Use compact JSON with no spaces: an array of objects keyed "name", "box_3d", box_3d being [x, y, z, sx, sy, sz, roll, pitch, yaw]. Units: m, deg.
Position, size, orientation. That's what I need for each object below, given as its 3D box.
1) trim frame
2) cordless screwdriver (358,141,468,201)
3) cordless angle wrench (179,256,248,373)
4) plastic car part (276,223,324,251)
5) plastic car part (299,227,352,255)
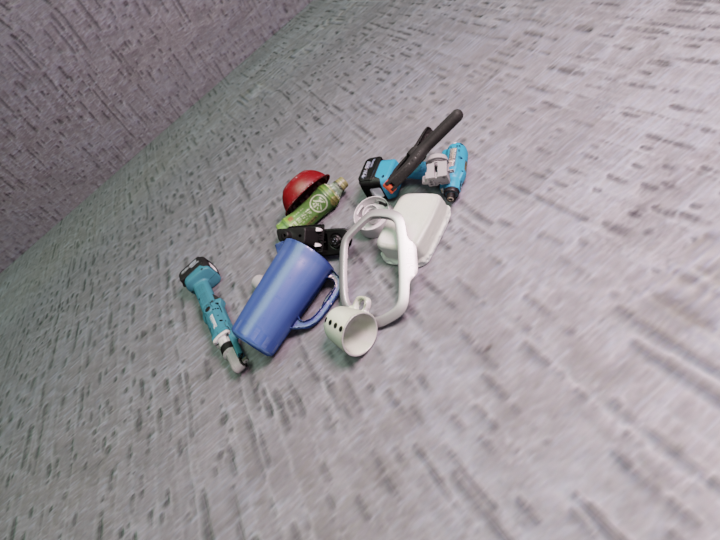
[{"name":"trim frame","box_3d":[0.030,-0.008,0.855,0.191,0.026,0.253,-15,65,37]},{"name":"cordless screwdriver","box_3d":[0.119,-0.212,0.990,0.259,0.070,0.161,-4,53,30]},{"name":"cordless angle wrench","box_3d":[-0.371,0.109,1.078,0.098,0.070,0.447,-42,43,-2]},{"name":"plastic car part","box_3d":[-0.150,-0.080,0.995,0.122,0.068,0.066,4,88,31]},{"name":"plastic car part","box_3d":[-0.101,-0.066,1.033,0.212,0.064,0.066,-3,90,38]}]
